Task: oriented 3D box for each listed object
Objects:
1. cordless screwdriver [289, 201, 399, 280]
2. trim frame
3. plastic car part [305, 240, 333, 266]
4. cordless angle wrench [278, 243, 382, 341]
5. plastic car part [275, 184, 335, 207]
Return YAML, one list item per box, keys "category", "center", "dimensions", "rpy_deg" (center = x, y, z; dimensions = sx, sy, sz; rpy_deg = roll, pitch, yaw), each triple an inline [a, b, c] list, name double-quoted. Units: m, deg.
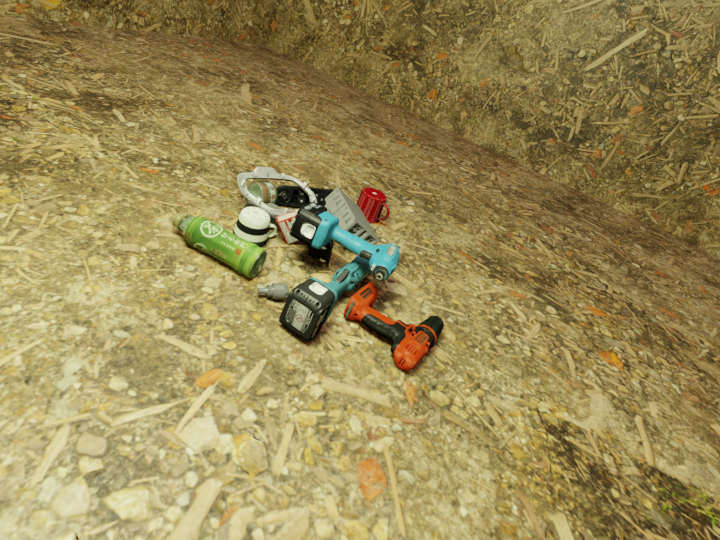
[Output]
- category: "cordless screwdriver"
  center: [-0.036, -0.059, 0.935]
  dimensions: [0.253, 0.074, 0.158]
  rpy_deg: [26, 24, 6]
- category: "trim frame"
  center: [-0.213, -0.211, 1.124]
  dimensions: [0.238, 0.027, 0.192]
  rpy_deg: [-10, 52, -45]
- category: "plastic car part"
  center: [-0.105, -0.068, 1.069]
  dimensions: [0.071, 0.064, 0.119]
  rpy_deg: [5, 30, -1]
- category: "cordless angle wrench"
  center: [-0.032, 0.019, 0.954]
  dimensions: [0.076, 0.097, 0.414]
  rpy_deg: [30, 29, 12]
- category: "plastic car part"
  center: [-0.174, -0.222, 1.254]
  dimensions: [0.194, 0.065, 0.071]
  rpy_deg: [-1, 29, -31]
